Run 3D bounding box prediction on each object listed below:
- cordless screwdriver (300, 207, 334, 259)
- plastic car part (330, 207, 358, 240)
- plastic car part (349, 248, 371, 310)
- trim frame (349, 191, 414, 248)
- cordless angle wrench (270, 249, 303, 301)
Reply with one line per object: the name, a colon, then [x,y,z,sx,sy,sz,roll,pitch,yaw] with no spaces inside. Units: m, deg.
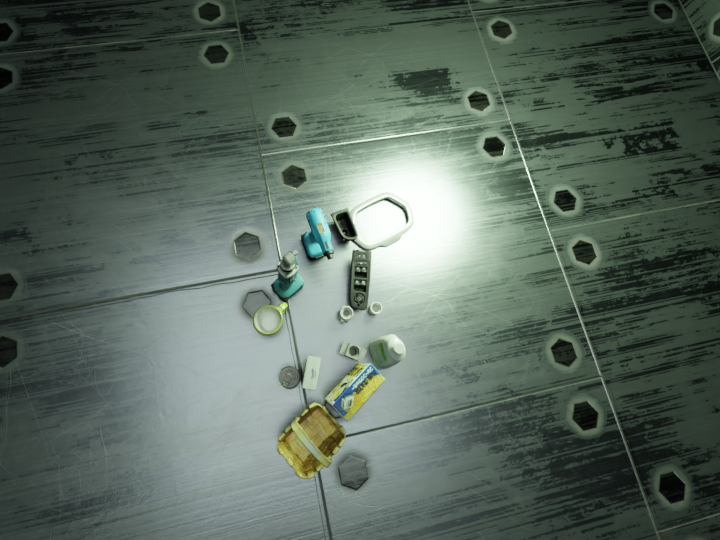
cordless screwdriver: [-0.133,-0.087,1.358,0.073,0.248,0.162,-18,80,-13]
plastic car part: [-0.056,-0.148,1.473,0.065,0.070,0.119,-20,78,-12]
plastic car part: [-0.004,0.034,1.428,0.066,0.067,0.206,5,74,-6]
trim frame: [0.073,-0.177,1.514,0.246,0.027,0.188,-29,79,-12]
cordless angle wrench: [-0.212,0.012,1.234,0.097,0.421,0.075,-41,87,-15]
